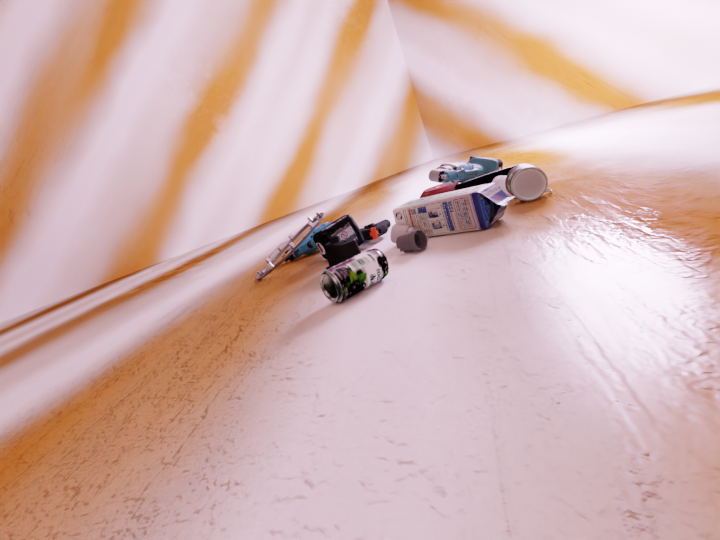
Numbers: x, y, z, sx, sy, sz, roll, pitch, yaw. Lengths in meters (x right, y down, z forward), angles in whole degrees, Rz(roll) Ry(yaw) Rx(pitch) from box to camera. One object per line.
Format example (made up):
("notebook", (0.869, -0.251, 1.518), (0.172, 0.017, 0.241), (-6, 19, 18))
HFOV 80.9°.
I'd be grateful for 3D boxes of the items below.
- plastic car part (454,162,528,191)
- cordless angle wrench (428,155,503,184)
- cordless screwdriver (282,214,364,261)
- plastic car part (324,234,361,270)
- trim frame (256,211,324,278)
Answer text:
("plastic car part", (0.328, -0.204, 1.044), (0.202, 0.068, 0.066), (-21, -12, -4))
("cordless angle wrench", (0.269, -0.257, 1.105), (0.103, 0.073, 0.409), (16, 22, 29))
("cordless screwdriver", (-0.102, -0.067, 1.046), (0.157, 0.073, 0.257), (-34, 14, -17))
("plastic car part", (-0.040, -0.037, 0.852), (0.064, 0.069, 0.122), (-23, 16, -27))
("trim frame", (-0.178, -0.068, 1.066), (0.247, 0.027, 0.189), (-54, 17, -27))
